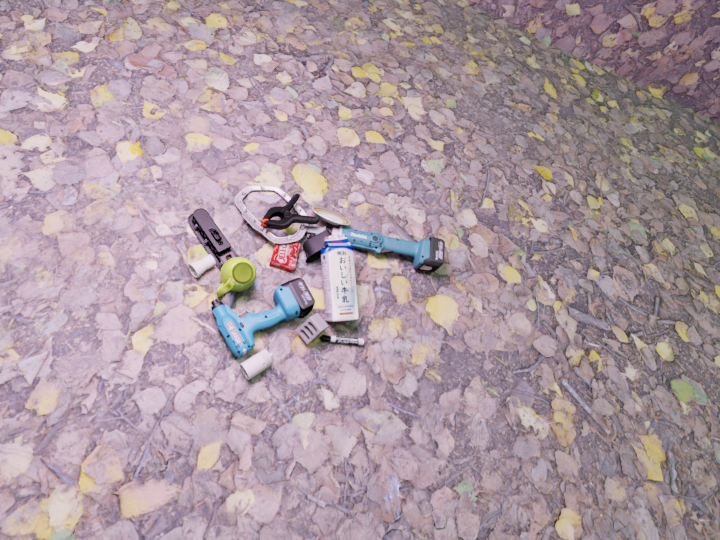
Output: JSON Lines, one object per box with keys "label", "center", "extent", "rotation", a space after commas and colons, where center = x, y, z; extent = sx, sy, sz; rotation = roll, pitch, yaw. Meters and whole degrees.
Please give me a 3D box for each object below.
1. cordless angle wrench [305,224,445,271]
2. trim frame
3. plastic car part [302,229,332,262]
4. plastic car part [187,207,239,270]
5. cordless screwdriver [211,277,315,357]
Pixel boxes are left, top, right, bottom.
{"label": "cordless angle wrench", "center": [0.039, -0.085, 1.287], "extent": [0.421, 0.073, 0.099], "rotation": [11, 67, -3]}
{"label": "trim frame", "center": [-0.264, -0.176, 1.263], "extent": [0.180, 0.027, 0.257], "rotation": [-33, 69, -34]}
{"label": "plastic car part", "center": [-0.120, -0.078, 1.227], "extent": [0.116, 0.064, 0.073], "rotation": [-24, 71, -3]}
{"label": "plastic car part", "center": [-0.412, -0.097, 1.172], "extent": [0.065, 0.066, 0.209], "rotation": [-33, 72, -23]}
{"label": "cordless screwdriver", "center": [-0.253, 0.097, 1.098], "extent": [0.243, 0.074, 0.164], "rotation": [-29, 73, -25]}
